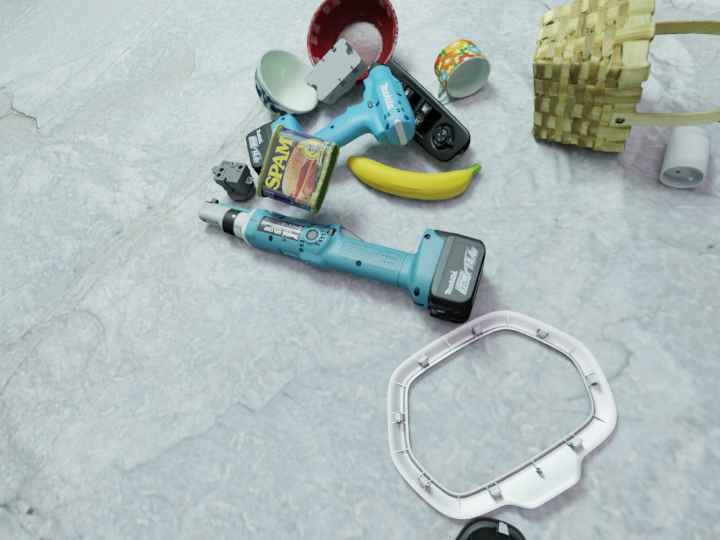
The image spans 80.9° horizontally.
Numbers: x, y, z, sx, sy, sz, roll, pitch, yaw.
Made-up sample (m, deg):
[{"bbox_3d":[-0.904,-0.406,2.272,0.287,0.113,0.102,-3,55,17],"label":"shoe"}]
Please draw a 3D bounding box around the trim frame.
[{"bbox_3d":[0.145,0.148,0.460,0.247,0.026,0.192,-29,61,-4],"label":"trim frame"}]

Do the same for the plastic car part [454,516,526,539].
[{"bbox_3d":[0.107,0.281,0.377,0.069,0.068,0.116,31,77,22],"label":"plastic car part"}]

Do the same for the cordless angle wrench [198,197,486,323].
[{"bbox_3d":[-0.057,-0.037,0.583,0.440,0.071,0.098,16,68,23],"label":"cordless angle wrench"}]

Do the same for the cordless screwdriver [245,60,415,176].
[{"bbox_3d":[-0.052,-0.226,0.653,0.253,0.070,0.165,-19,58,13],"label":"cordless screwdriver"}]

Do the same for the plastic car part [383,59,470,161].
[{"bbox_3d":[0.097,-0.237,0.649,0.066,0.063,0.213,-50,54,26],"label":"plastic car part"}]
